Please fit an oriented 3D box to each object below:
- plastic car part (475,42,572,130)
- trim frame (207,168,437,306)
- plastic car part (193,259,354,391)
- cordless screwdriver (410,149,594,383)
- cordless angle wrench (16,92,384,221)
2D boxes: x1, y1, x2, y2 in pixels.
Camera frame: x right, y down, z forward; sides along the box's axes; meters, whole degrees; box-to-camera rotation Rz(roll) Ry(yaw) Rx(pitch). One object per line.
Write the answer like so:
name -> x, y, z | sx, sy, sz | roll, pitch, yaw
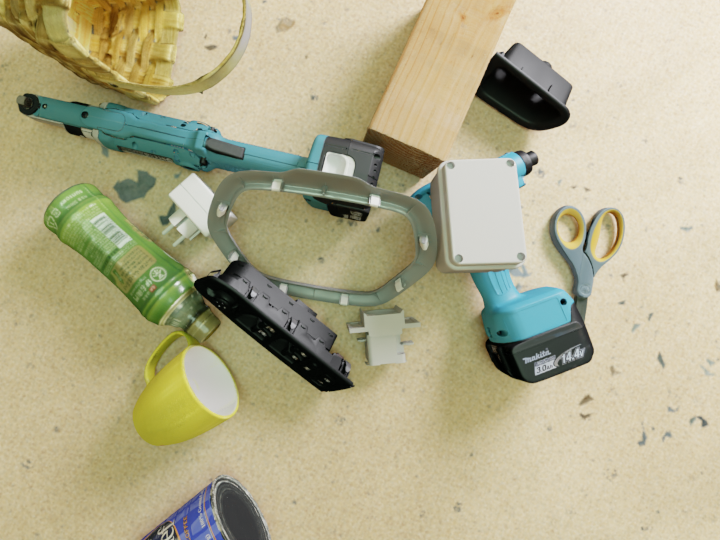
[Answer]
plastic car part -> 0.203, -0.228, 0.512 | 0.116, 0.066, 0.071 | 32, 72, -4
trim frame -> -0.044, -0.029, 0.452 | 0.250, 0.028, 0.180 | 12, 130, 3
plastic car part -> -0.089, 0.057, 0.471 | 0.197, 0.068, 0.067 | 38, 60, -15
cordless screwdriver -> 0.179, -0.012, 0.489 | 0.159, 0.074, 0.251 | -25, 84, -3
cordless angle wrench -> -0.190, -0.144, 0.487 | 0.426, 0.097, 0.074 | 14, 88, 4
